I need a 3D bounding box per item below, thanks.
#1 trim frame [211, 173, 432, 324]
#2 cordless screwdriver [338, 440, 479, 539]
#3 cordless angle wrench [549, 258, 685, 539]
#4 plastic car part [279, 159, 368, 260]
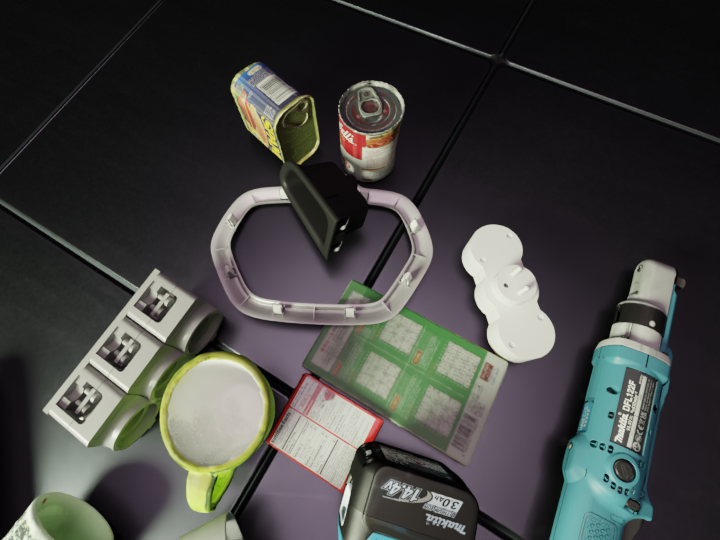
[{"bbox_3d":[-0.046,-0.030,0.471,0.252,0.026,0.188,1,62,7],"label":"trim frame"},{"bbox_3d":[-0.003,0.269,0.323,0.160,0.074,0.250,11,79,1],"label":"cordless screwdriver"},{"bbox_3d":[0.212,0.172,0.362,0.100,0.072,0.424,23,70,10],"label":"cordless angle wrench"},{"bbox_3d":[-0.033,-0.081,0.459,0.069,0.065,0.122,-18,59,-24],"label":"plastic car part"}]
